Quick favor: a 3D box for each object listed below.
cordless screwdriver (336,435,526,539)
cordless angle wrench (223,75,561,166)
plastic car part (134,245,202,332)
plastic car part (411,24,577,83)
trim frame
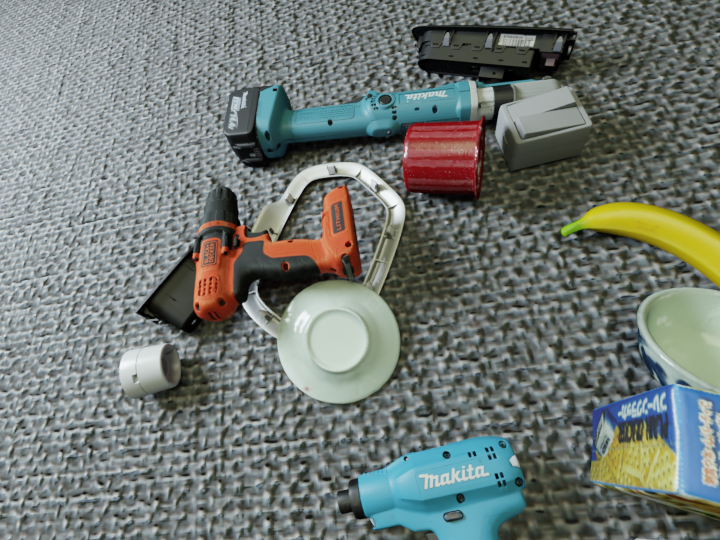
[{"bbox_3d":[0.080,0.271,0.317,0.161,0.071,0.258,-18,59,6],"label":"cordless screwdriver"},{"bbox_3d":[0.033,-0.207,0.556,0.432,0.071,0.100,-2,66,12],"label":"cordless angle wrench"},{"bbox_3d":[-0.203,0.029,0.519,0.072,0.065,0.116,35,74,9],"label":"plastic car part"},{"bbox_3d":[0.164,-0.286,0.564,0.211,0.064,0.067,20,98,21],"label":"plastic car part"},{"bbox_3d":[-0.051,-0.033,0.519,0.192,0.026,0.250,15,72,22],"label":"trim frame"}]
